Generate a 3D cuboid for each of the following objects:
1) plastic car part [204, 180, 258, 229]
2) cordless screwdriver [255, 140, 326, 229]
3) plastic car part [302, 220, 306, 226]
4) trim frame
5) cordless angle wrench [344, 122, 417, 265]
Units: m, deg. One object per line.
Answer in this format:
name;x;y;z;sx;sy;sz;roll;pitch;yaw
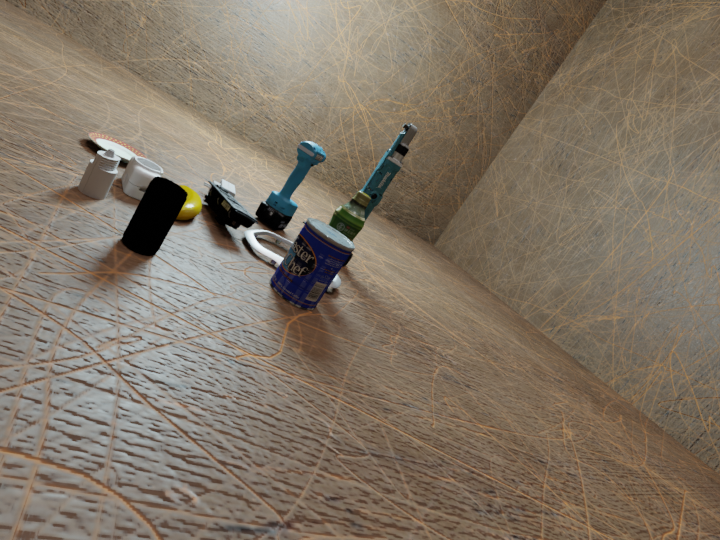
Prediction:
plastic car part;-0.297;-0.140;0.936;0.063;0.067;0.215;21;17;-42
cordless screwdriver;-0.177;-0.232;1.152;0.075;0.249;0.157;35;13;5
plastic car part;-0.109;-0.071;1.118;0.121;0.071;0.063;38;14;22
trim frame;-0.151;-0.027;0.952;0.241;0.027;0.190;28;13;-17
cordless angle wrench;0.028;-0.209;1.160;0.094;0.423;0.077;29;13;-20
